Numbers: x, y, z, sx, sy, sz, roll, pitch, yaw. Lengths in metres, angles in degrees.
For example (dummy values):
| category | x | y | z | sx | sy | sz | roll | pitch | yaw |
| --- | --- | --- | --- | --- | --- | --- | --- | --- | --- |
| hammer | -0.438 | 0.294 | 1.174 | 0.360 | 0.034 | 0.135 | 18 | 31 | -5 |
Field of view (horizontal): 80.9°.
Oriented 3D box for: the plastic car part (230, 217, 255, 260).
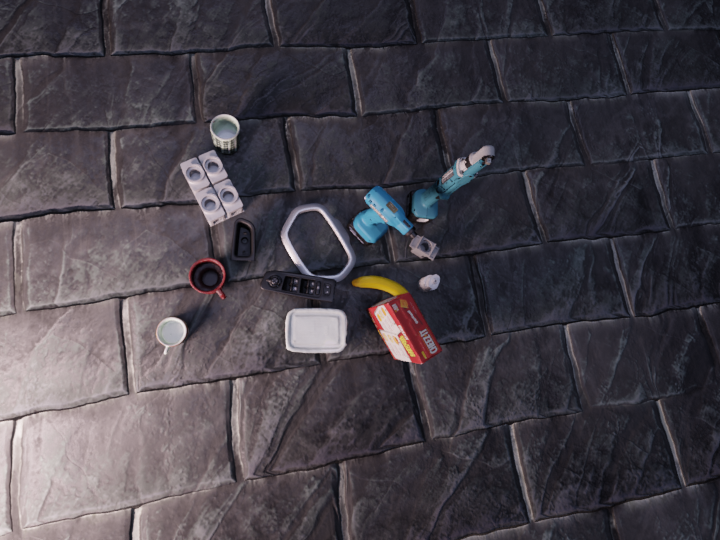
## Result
| category | x | y | z | sx | sy | sz | roll | pitch | yaw |
| --- | --- | --- | --- | --- | --- | --- | --- | --- | --- |
| plastic car part | -0.321 | -0.079 | 1.167 | 0.065 | 0.071 | 0.118 | 2 | 78 | -11 |

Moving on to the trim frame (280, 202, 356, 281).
| category | x | y | z | sx | sy | sz | roll | pitch | yaw |
| --- | --- | --- | --- | --- | --- | --- | --- | --- | --- |
| trim frame | -0.119 | -0.078 | 1.219 | 0.182 | 0.027 | 0.251 | -32 | 84 | -14 |

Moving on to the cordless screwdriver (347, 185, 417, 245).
| category | x | y | z | sx | sy | sz | roll | pitch | yaw |
| --- | --- | --- | --- | --- | --- | --- | --- | --- | --- |
| cordless screwdriver | 0.056 | -0.124 | 1.141 | 0.074 | 0.250 | 0.160 | -43 | 91 | -16 |

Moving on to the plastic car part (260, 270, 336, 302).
| category | x | y | z | sx | sy | sz | roll | pitch | yaw |
| --- | --- | --- | --- | --- | --- | --- | --- | --- | --- |
| plastic car part | -0.172 | 0.043 | 1.162 | 0.201 | 0.067 | 0.067 | 10 | 77 | -7 |

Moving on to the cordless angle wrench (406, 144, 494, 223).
| category | x | y | z | sx | sy | sz | roll | pitch | yaw |
| --- | --- | --- | --- | --- | --- | --- | --- | --- | --- |
| cordless angle wrench | 0.227 | -0.223 | 1.099 | 0.073 | 0.425 | 0.099 | 7 | 79 | -13 |
